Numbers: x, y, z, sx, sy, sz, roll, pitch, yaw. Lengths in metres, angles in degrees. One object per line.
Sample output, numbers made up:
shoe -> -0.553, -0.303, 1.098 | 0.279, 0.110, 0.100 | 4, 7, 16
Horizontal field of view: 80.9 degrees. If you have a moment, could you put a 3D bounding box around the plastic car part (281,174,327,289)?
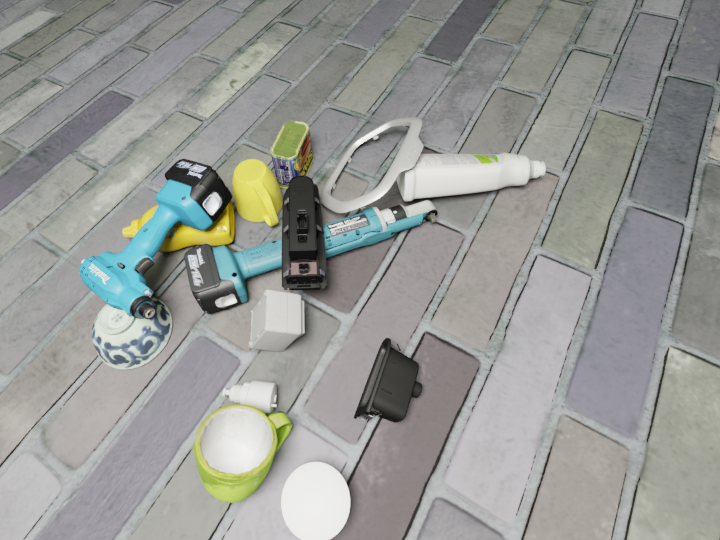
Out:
plastic car part -> -0.091, -0.071, 0.649 | 0.066, 0.064, 0.210 | -7, 54, 1

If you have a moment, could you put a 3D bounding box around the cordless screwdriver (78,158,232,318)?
cordless screwdriver -> -0.293, -0.049, 0.639 | 0.167, 0.071, 0.248 | 24, 68, 30

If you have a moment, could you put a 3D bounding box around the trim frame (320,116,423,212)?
trim frame -> 0.021, -0.191, 0.756 | 0.193, 0.026, 0.249 | -3, 48, 41

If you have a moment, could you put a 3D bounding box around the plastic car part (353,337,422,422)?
plastic car part -> 0.046, 0.156, 0.575 | 0.071, 0.065, 0.117 | 28, 60, 1

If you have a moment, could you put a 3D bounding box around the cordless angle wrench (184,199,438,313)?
cordless angle wrench -> -0.068, -0.045, 0.700 | 0.418, 0.072, 0.102 | -19, 59, -10
